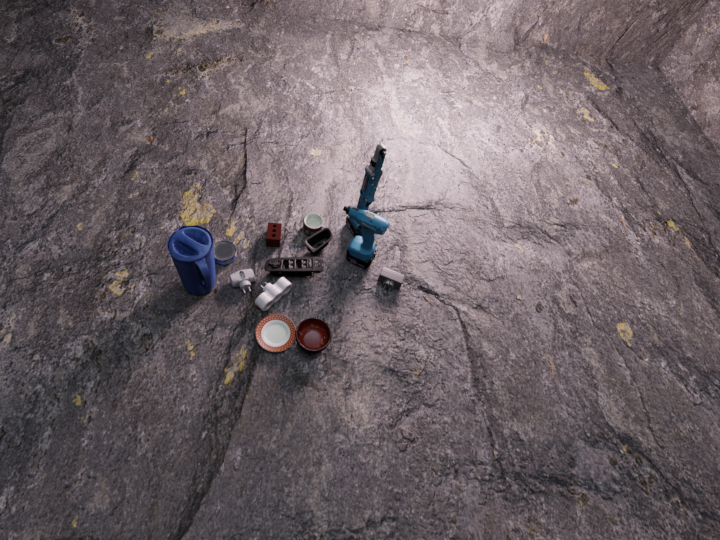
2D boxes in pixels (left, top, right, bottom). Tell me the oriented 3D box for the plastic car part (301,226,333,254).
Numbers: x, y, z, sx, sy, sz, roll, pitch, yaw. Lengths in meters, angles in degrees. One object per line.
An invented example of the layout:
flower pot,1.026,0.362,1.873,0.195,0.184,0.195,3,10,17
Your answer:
plastic car part,-0.151,-0.099,1.544,0.114,0.069,0.068,-35,68,-27

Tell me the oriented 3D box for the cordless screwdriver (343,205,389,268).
cordless screwdriver,-0.002,-0.120,1.470,0.163,0.244,0.074,29,56,9

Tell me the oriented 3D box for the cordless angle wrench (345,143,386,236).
cordless angle wrench,0.027,-0.276,1.477,0.072,0.415,0.102,-19,63,-23

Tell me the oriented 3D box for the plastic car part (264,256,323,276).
plastic car part,-0.232,-0.011,1.475,0.201,0.065,0.068,1,56,-6
